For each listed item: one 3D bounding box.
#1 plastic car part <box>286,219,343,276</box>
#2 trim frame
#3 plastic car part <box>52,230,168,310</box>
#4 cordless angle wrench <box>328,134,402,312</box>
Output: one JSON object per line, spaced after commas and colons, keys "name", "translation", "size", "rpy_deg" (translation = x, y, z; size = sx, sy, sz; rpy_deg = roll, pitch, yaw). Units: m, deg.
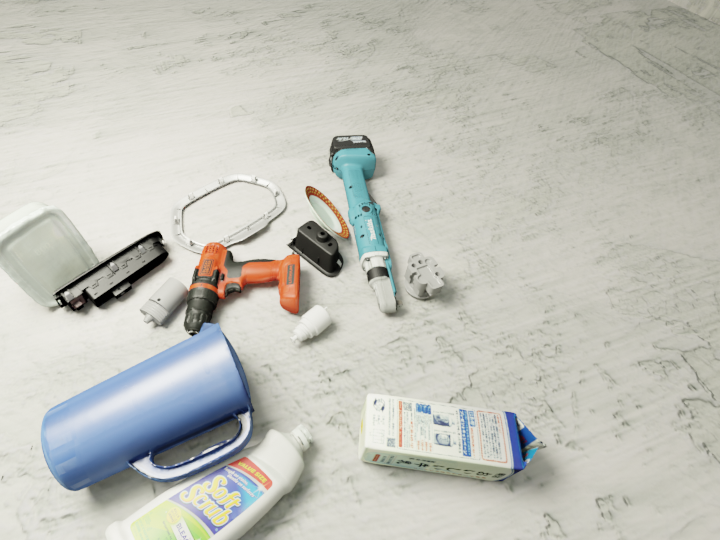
{"name": "plastic car part", "translation": [-0.077, -0.050, 0.788], "size": [0.122, 0.069, 0.065], "rpy_deg": [38, 59, 26]}
{"name": "trim frame", "translation": [-0.271, -0.125, 0.864], "size": [0.244, 0.027, 0.192], "rpy_deg": [-35, 62, -29]}
{"name": "plastic car part", "translation": [-0.416, 0.003, 0.732], "size": [0.068, 0.065, 0.201], "rpy_deg": [36, 57, 9]}
{"name": "cordless angle wrench", "translation": [0.009, -0.106, 0.840], "size": [0.097, 0.072, 0.439], "rpy_deg": [-5, 54, -9]}
